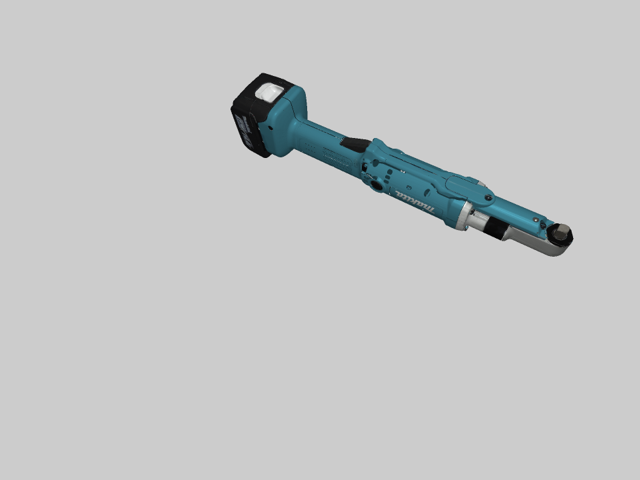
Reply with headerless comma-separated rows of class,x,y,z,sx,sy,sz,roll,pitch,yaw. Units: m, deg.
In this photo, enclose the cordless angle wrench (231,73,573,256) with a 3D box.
cordless angle wrench,0.079,-0.086,0.510,0.423,0.074,0.098,28,-23,21
